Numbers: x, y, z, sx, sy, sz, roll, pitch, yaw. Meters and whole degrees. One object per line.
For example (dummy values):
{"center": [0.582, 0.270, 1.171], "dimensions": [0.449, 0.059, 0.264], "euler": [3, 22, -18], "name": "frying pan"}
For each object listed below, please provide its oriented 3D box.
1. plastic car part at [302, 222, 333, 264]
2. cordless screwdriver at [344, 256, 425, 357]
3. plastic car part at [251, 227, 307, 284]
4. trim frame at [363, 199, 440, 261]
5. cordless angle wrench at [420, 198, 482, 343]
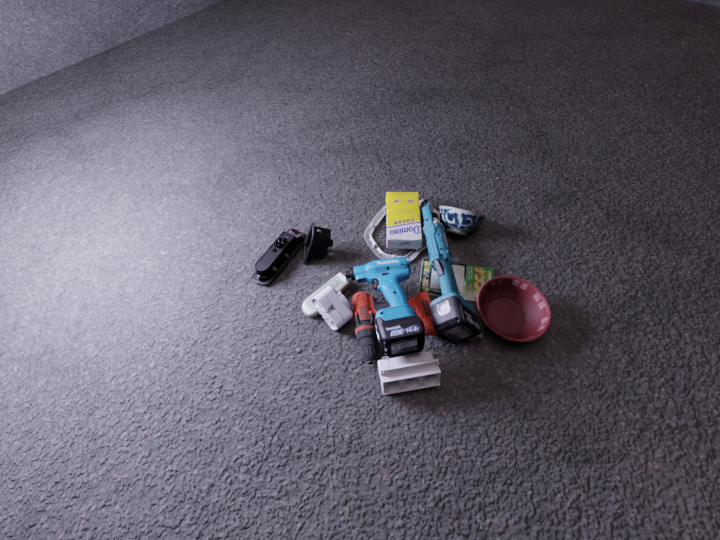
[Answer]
{"center": [-0.111, -0.073, 1.139], "dimensions": [0.069, 0.116, 0.068], "euler": [8, 50, -21], "name": "plastic car part"}
{"center": [0.052, 0.072, 0.959], "dimensions": [0.160, 0.071, 0.258], "euler": [-9, 45, 2], "name": "cordless screwdriver"}
{"center": [-0.224, -0.046, 1.156], "dimensions": [0.069, 0.065, 0.203], "euler": [25, 62, 16], "name": "plastic car part"}
{"center": [0.120, -0.120, 1.191], "dimensions": [0.192, 0.026, 0.247], "euler": [26, 58, 23], "name": "trim frame"}
{"center": [0.200, -0.028, 1.052], "dimensions": [0.076, 0.093, 0.437], "euler": [-32, 42, 28], "name": "cordless angle wrench"}
